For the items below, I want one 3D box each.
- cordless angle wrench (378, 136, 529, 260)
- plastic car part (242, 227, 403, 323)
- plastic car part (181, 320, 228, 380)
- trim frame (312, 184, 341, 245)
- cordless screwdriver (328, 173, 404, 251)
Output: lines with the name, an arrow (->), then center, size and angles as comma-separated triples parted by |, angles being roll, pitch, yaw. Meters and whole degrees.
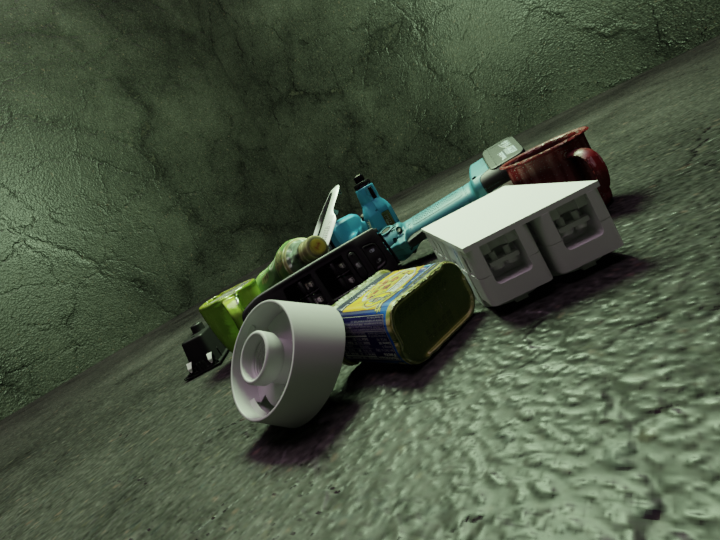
cordless angle wrench -> 0.055, -0.041, 0.641 | 0.431, 0.072, 0.099 | -31, 21, 24
plastic car part -> -0.053, 0.025, 0.523 | 0.200, 0.067, 0.067 | -31, -2, -15
plastic car part -> -0.262, 0.122, 0.709 | 0.066, 0.070, 0.118 | -27, 11, 0
trim frame -> -0.082, -0.053, 0.835 | 0.185, 0.027, 0.250 | 141, 147, -71
cordless screwdriver -> -0.006, -0.092, 0.848 | 0.073, 0.158, 0.255 | -30, 6, -22
